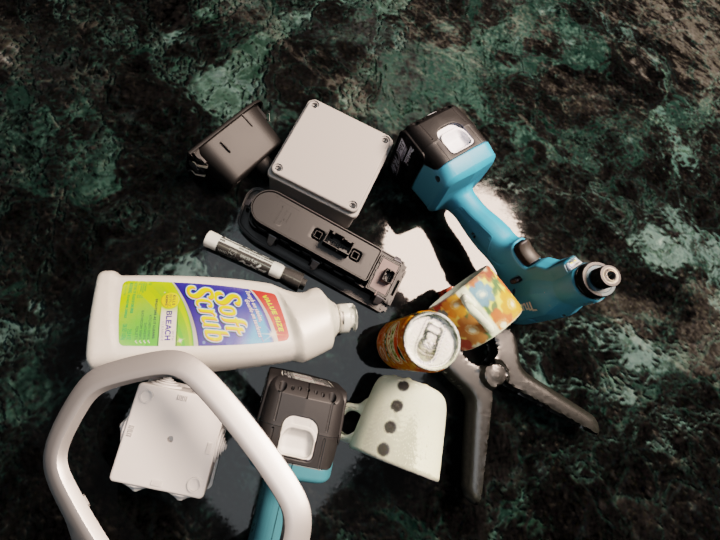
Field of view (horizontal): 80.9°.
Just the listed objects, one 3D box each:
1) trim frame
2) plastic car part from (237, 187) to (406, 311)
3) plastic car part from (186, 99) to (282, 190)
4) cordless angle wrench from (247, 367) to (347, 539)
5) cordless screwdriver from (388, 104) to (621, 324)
[{"bbox_3d":[-0.150,0.180,0.334,0.184,0.027,0.254,-45,78,-2],"label":"trim frame"},{"bbox_3d":[-0.045,-0.030,0.463,0.205,0.066,0.066,28,81,4],"label":"plastic car part"},{"bbox_3d":[-0.134,-0.136,0.485,0.115,0.068,0.070,-43,102,-19],"label":"plastic car part"},{"bbox_3d":[-0.095,0.305,0.356,0.074,0.098,0.426,14,78,-7],"label":"cordless angle wrench"},{"bbox_3d":[0.137,-0.061,0.440,0.073,0.158,0.254,-29,80,-16],"label":"cordless screwdriver"}]
